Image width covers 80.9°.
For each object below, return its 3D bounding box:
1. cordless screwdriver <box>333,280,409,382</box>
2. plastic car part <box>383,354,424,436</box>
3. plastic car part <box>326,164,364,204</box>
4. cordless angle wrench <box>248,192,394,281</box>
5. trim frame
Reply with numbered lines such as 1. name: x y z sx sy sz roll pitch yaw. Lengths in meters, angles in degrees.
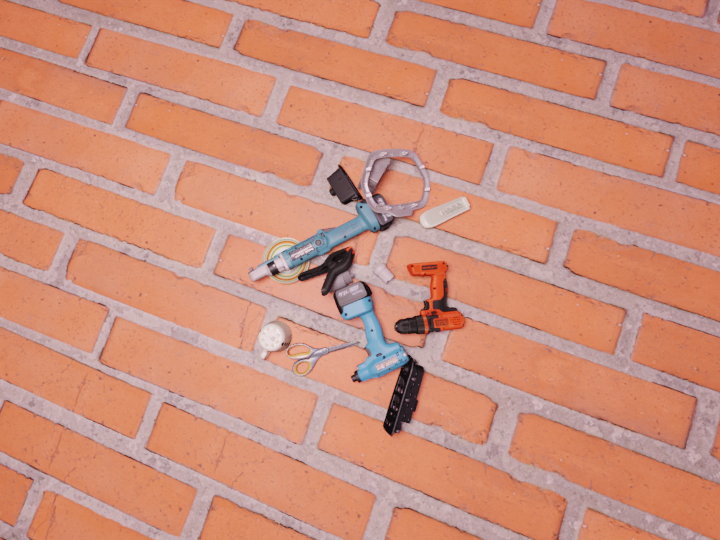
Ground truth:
1. cordless screwdriver: 0.002 0.162 1.118 0.160 0.072 0.253 -29 80 7
2. plastic car part: 0.118 0.323 1.092 0.067 0.066 0.204 15 83 -5
3. plastic car part: -0.053 -0.233 1.201 0.071 0.064 0.119 -37 77 12
4. cordless angle wrench: -0.113 -0.074 1.160 0.422 0.073 0.100 -27 81 -2
5. trim frame: 0.101 -0.236 1.134 0.239 0.029 0.183 -10 93 -35
